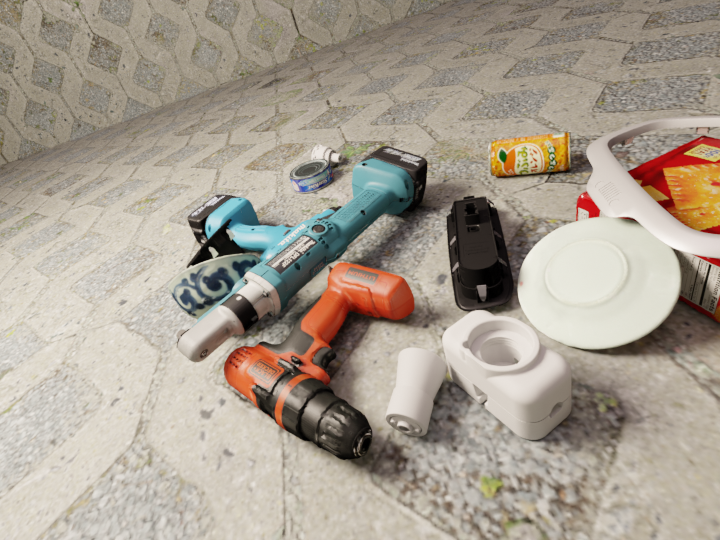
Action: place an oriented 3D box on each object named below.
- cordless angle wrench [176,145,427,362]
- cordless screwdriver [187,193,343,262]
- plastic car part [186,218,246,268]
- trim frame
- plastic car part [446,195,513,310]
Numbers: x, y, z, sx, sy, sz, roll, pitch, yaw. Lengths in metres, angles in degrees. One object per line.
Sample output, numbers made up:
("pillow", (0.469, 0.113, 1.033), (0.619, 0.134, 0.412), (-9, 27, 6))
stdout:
("cordless angle wrench", (-0.053, -0.035, 0.542), (0.103, 0.072, 0.417), (26, 50, 26))
("cordless screwdriver", (-0.154, -0.072, 0.683), (0.263, 0.071, 0.157), (17, 49, 37))
("plastic car part", (-0.202, -0.014, 0.613), (0.066, 0.070, 0.119), (-53, 12, -32))
("trim frame", (0.313, -0.085, 0.376), (0.188, 0.026, 0.254), (-10, 39, 13))
("plastic car part", (0.137, -0.036, 0.497), (0.068, 0.064, 0.207), (-3, 40, 12))
